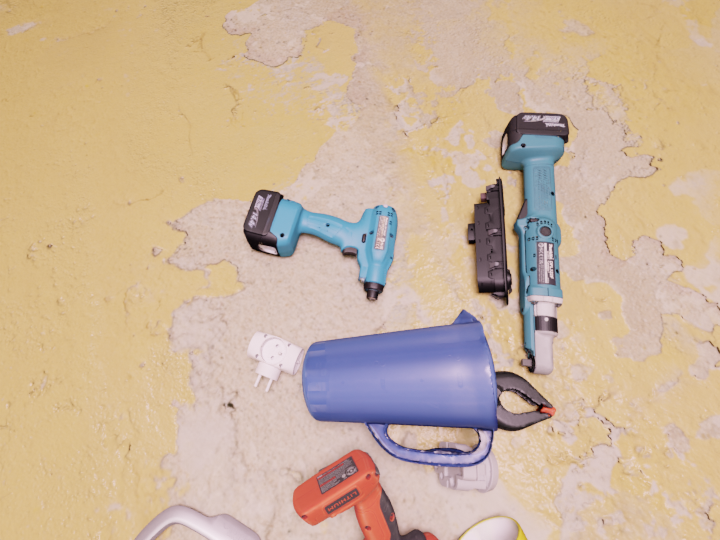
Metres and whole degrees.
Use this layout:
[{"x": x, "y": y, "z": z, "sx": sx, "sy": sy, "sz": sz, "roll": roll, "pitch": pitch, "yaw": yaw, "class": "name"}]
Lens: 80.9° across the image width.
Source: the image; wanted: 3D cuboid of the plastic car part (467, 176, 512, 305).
[{"x": 0.208, "y": -0.046, "z": 0.677, "sx": 0.068, "sy": 0.063, "sz": 0.207, "roll": -5, "pitch": 67, "yaw": 12, "class": "plastic car part"}]

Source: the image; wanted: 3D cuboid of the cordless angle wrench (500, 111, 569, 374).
[{"x": 0.281, "y": -0.054, "z": 0.669, "sx": 0.099, "sy": 0.072, "sz": 0.429, "roll": 4, "pitch": 70, "yaw": 6, "class": "cordless angle wrench"}]

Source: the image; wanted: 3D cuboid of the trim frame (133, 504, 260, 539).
[{"x": -0.201, "y": 0.425, "z": 0.546, "sx": 0.256, "sy": 0.026, "sz": 0.185, "roll": 22, "pitch": 73, "yaw": 16, "class": "trim frame"}]

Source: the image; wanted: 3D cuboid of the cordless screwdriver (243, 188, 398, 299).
[{"x": -0.069, "y": -0.045, "z": 0.703, "sx": 0.251, "sy": 0.072, "sz": 0.161, "roll": 9, "pitch": 69, "yaw": 5, "class": "cordless screwdriver"}]
